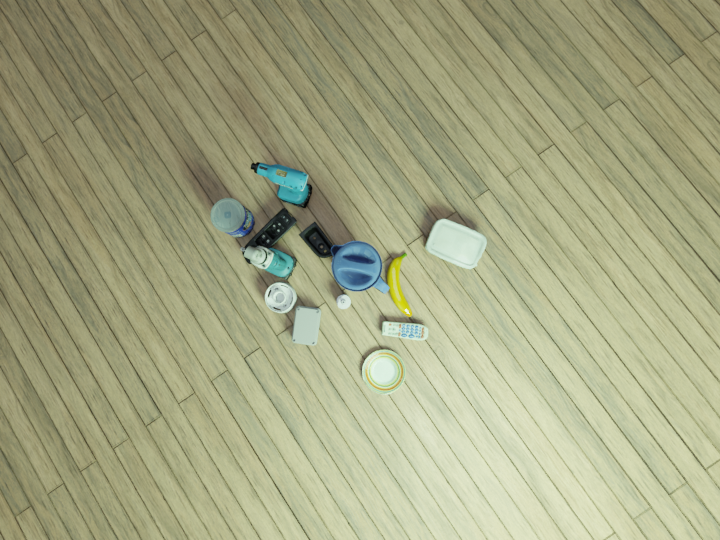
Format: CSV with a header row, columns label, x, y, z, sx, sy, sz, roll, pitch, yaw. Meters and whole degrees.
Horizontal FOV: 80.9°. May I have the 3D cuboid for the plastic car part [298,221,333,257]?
label,x,y,z,sx,sy,sz,roll,pitch,yaw
plastic car part,-0.129,-0.084,1.315,0.066,0.070,0.118,-39,84,-2

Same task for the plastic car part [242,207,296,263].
label,x,y,z,sx,sy,sz,roll,pitch,yaw
plastic car part,-0.289,-0.104,1.330,0.203,0.066,0.067,-43,86,-1

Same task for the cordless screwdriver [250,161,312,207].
label,x,y,z,sx,sy,sz,roll,pitch,yaw
cordless screwdriver,-0.226,-0.258,1.252,0.160,0.247,0.074,19,87,1

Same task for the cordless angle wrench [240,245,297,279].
label,x,y,z,sx,sy,sz,roll,pitch,yaw
cordless angle wrench,-0.247,-0.029,1.142,0.098,0.420,0.074,26,87,0
